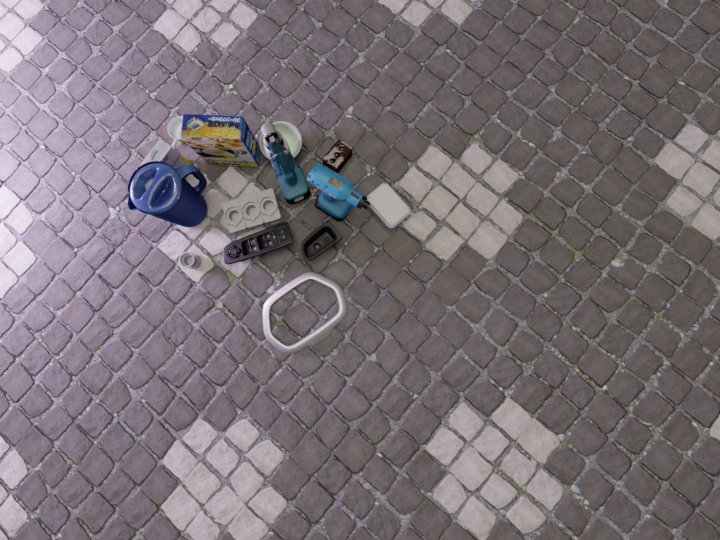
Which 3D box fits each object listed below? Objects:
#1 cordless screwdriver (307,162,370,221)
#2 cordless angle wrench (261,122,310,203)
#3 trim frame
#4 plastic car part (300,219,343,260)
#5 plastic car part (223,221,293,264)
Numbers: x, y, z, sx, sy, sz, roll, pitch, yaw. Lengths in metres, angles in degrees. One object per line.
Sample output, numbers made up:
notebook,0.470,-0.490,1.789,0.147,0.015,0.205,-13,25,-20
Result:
cordless screwdriver,-0.050,-0.183,1.086,0.161,0.246,0.074,33,85,3
cordless angle wrench,-0.185,-0.258,1.019,0.074,0.419,0.099,-22,86,-3
trim frame,-0.155,0.117,1.161,0.248,0.027,0.187,-35,81,-2
plastic car part,-0.114,-0.074,1.164,0.116,0.070,0.067,-38,84,-3
plastic car part,-0.285,-0.070,1.177,0.203,0.066,0.067,-19,84,1
